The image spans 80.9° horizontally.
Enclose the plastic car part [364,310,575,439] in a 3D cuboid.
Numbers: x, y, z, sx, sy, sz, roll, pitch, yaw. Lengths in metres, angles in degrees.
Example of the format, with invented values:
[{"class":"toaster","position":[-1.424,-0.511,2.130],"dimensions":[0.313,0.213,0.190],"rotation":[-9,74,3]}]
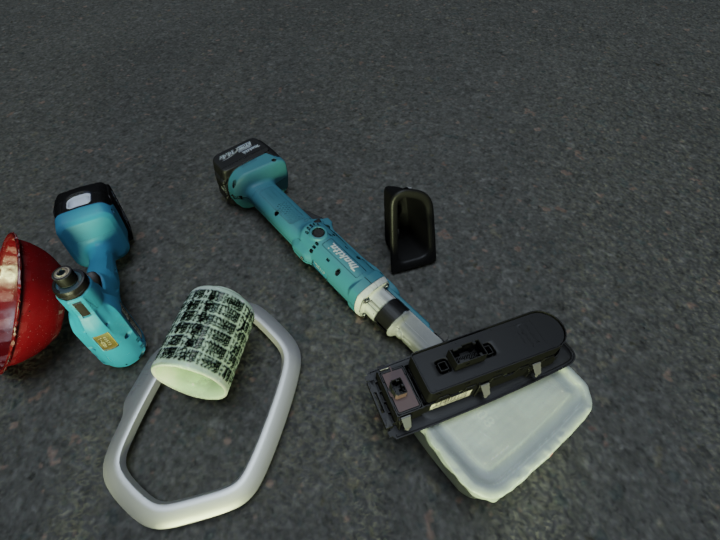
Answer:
[{"class":"plastic car part","position":[0.109,0.083,0.398],"dimensions":[0.200,0.065,0.070],"rotation":[-15,46,-13]}]

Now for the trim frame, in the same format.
[{"class":"trim frame","position":[-0.168,0.139,0.464],"dimensions":[0.188,0.026,0.252],"rotation":[10,54,9]}]

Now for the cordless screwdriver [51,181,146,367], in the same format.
[{"class":"cordless screwdriver","position":[-0.328,-0.019,0.516],"dimensions":[0.073,0.154,0.262],"rotation":[-21,52,-17]}]

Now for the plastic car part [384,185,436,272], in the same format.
[{"class":"plastic car part","position":[0.057,-0.067,0.571],"dimensions":[0.065,0.113,0.074],"rotation":[-15,29,-12]}]

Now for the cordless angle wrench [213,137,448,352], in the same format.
[{"class":"cordless angle wrench","position":[-0.056,-0.037,0.573],"dimensions":[0.096,0.072,0.444],"rotation":[-34,60,-22]}]
